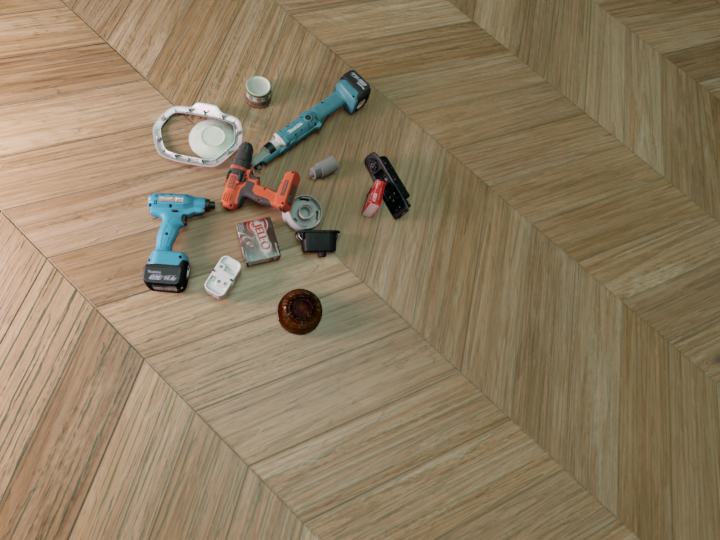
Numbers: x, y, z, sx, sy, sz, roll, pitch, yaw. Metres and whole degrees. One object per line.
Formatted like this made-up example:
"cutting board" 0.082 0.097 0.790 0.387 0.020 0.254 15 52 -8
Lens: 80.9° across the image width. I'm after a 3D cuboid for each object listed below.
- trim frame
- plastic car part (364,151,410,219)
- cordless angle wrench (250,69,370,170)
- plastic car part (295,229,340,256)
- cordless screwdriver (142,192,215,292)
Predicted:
"trim frame" -0.438 -0.367 1.131 0.252 0.027 0.186 12 71 7
"plastic car part" 0.084 -0.248 1.186 0.065 0.067 0.207 -25 78 -29
"cordless angle wrench" -0.149 -0.419 1.201 0.419 0.074 0.099 -42 85 -18
"plastic car part" -0.107 -0.070 1.097 0.114 0.067 0.071 2 88 -14
"cordless screwdriver" -0.439 -0.074 1.028 0.156 0.074 0.255 0 68 -11
